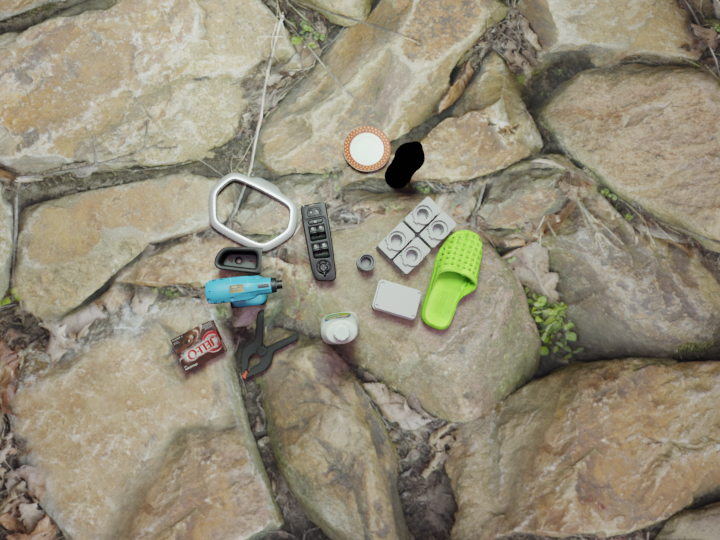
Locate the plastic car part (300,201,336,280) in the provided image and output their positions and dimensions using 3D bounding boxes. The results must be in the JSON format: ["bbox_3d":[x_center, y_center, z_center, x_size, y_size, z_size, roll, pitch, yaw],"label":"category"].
[{"bbox_3d":[-0.107,-0.070,1.091,0.066,0.067,0.205,-10,83,-4],"label":"plastic car part"}]

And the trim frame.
[{"bbox_3d":[-0.286,-0.158,1.121,0.250,0.027,0.184,26,83,3],"label":"trim frame"}]

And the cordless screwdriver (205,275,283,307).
[{"bbox_3d":[-0.253,0.045,0.983,0.158,0.248,0.075,-6,86,-5],"label":"cordless screwdriver"}]

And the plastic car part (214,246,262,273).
[{"bbox_3d":[-0.307,-0.026,1.081,0.116,0.070,0.066,4,84,-2],"label":"plastic car part"}]
